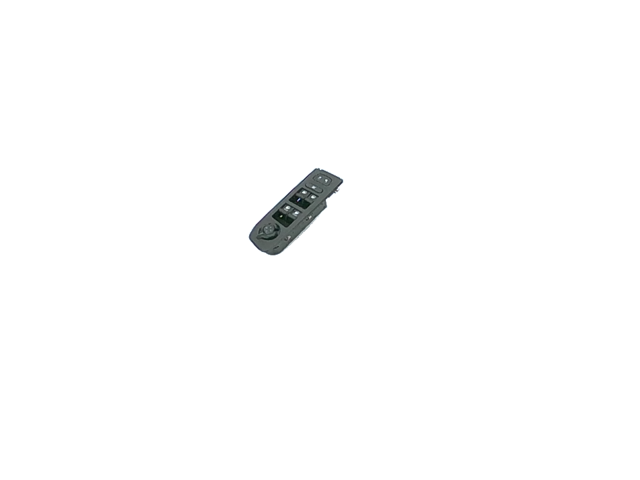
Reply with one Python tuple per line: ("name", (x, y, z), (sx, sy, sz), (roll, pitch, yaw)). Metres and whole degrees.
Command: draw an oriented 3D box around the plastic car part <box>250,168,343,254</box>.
("plastic car part", (-0.044, -0.047, 0.765), (0.066, 0.202, 0.067), (35, -29, 20))
